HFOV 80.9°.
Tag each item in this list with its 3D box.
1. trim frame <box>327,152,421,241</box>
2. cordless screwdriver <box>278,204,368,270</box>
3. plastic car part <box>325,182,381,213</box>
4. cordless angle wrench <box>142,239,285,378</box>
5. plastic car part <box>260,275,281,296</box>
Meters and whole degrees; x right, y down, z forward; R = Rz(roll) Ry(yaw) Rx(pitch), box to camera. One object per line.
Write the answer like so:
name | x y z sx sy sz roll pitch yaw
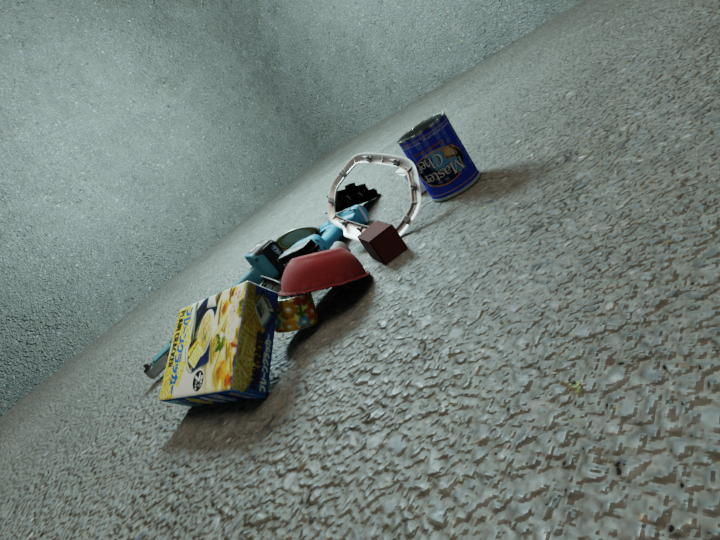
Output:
trim frame | 0.018 -0.149 0.857 0.263 0.026 0.183 22 96 42
cordless screwdriver | -0.096 -0.063 0.983 0.165 0.073 0.246 -19 21 41
plastic car part | -0.024 -0.193 1.103 0.069 0.066 0.198 -11 15 36
cordless angle wrench | -0.345 0.094 1.024 0.420 0.095 0.077 -47 19 -19
plastic car part | -0.181 0.059 0.870 0.071 0.063 0.121 -55 25 -11
